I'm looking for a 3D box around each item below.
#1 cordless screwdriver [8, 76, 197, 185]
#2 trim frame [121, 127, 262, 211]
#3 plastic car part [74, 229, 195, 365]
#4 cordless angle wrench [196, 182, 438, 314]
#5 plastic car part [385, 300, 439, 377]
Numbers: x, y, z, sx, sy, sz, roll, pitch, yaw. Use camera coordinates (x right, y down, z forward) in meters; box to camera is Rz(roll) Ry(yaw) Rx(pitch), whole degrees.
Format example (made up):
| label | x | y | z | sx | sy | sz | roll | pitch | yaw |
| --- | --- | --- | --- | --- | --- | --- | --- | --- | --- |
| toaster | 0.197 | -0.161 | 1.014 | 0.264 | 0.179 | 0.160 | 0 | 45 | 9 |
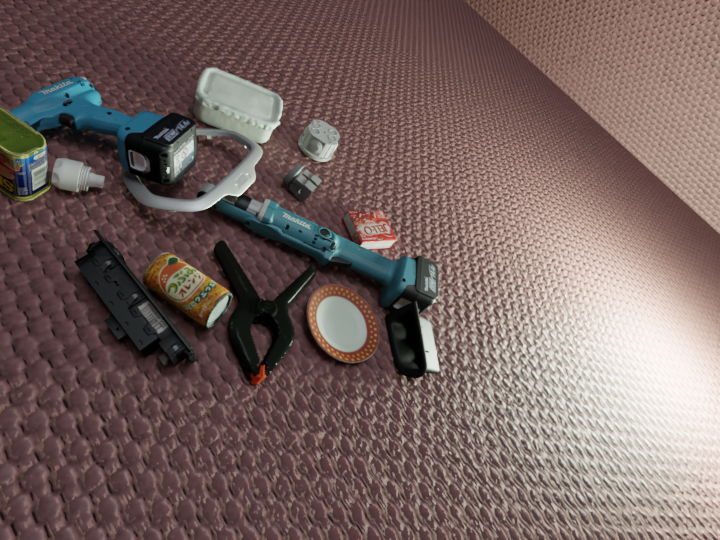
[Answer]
| label | x | y | z | sx | sy | sz | roll | pitch | yaw |
| --- | --- | --- | --- | --- | --- | --- | --- | --- | --- |
| cordless screwdriver | -0.376 | -0.200 | 0.615 | 0.253 | 0.073 | 0.159 | 23 | 45 | 7 |
| trim frame | -0.263 | -0.169 | 0.683 | 0.188 | 0.027 | 0.250 | 17 | 43 | 8 |
| plastic car part | -0.283 | 0.041 | 0.518 | 0.066 | 0.066 | 0.207 | -35 | 78 | -18 |
| cordless angle wrench | -0.069 | -0.045 | 0.708 | 0.415 | 0.074 | 0.099 | 24 | 46 | -9 |
| plastic car part | 0.093 | 0.120 | 0.684 | 0.067 | 0.067 | 0.120 | 19 | 49 | -39 |
